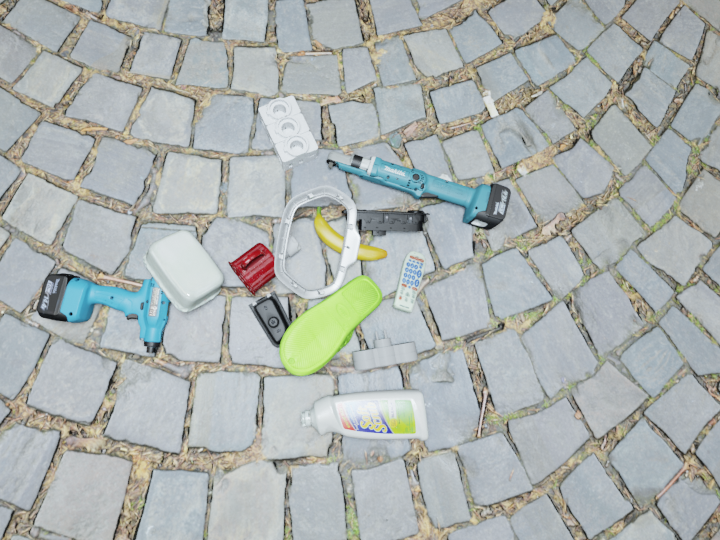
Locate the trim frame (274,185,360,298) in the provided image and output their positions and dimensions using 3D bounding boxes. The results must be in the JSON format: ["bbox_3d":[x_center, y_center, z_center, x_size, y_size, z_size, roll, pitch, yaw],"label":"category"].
[{"bbox_3d":[-0.089,-0.058,0.906,0.177,0.029,0.247,9,95,-24],"label":"trim frame"}]

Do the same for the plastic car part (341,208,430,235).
[{"bbox_3d":[0.061,-0.114,0.967,0.202,0.066,0.067,-2,89,-4],"label":"plastic car part"}]

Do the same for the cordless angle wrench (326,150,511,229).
[{"bbox_3d":[0.125,-0.206,0.990,0.426,0.073,0.098,18,77,3],"label":"cordless angle wrench"}]

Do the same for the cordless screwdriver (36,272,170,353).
[{"bbox_3d":[-0.532,0.087,0.888,0.246,0.074,0.161,4,78,-6],"label":"cordless screwdriver"}]

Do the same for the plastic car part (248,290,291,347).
[{"bbox_3d":[-0.187,0.105,0.901,0.065,0.070,0.119,-30,79,-9],"label":"plastic car part"}]
